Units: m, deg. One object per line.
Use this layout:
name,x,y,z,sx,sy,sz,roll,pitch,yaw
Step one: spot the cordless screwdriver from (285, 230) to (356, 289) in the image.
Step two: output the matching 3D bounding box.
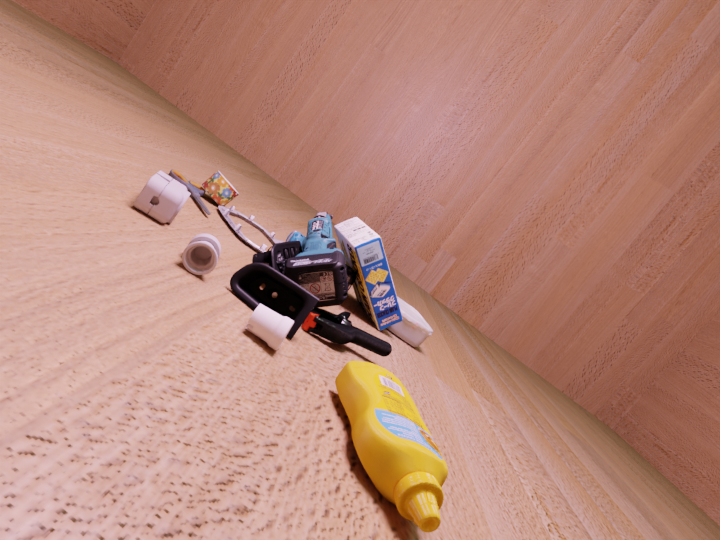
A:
cordless screwdriver,-0.083,-0.010,1.002,0.152,0.074,0.260,33,4,-28

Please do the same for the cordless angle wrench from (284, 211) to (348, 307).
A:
cordless angle wrench,-0.082,-0.054,0.840,0.098,0.072,0.432,-8,22,-1

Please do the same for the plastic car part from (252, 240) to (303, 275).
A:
plastic car part,-0.148,-0.019,0.766,0.067,0.066,0.202,-1,5,2

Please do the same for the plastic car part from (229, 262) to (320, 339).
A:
plastic car part,-0.121,0.037,0.598,0.119,0.066,0.069,35,-8,10

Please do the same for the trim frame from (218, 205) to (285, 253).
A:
trim frame,-0.228,-0.080,0.949,0.174,0.027,0.263,31,7,-44
